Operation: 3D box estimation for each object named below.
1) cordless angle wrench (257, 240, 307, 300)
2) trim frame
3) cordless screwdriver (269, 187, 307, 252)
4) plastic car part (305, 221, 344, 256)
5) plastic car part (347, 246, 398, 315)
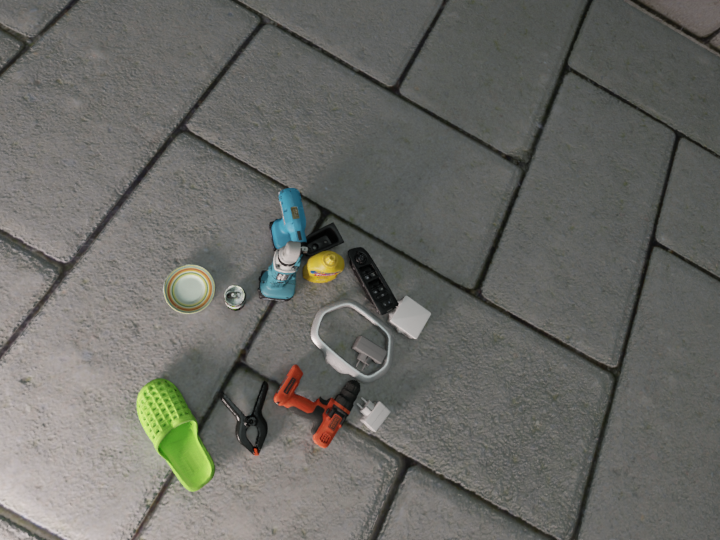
[{"bbox_3d":[-0.179,0.002,0.969,0.096,0.425,0.075,7,76,-14],"label":"cordless angle wrench"},{"bbox_3d":[-0.019,0.189,1.153,0.249,0.027,0.183,38,71,2],"label":"trim frame"},{"bbox_3d":[-0.181,-0.094,1.089,0.073,0.250,0.162,-10,79,-17],"label":"cordless screwdriver"},{"bbox_3d":[-0.116,-0.076,1.190,0.114,0.071,0.067,-27,83,-18],"label":"plastic car part"},{"bbox_3d":[0.027,0.027,1.189,0.065,0.067,0.206,-25,80,-18],"label":"plastic car part"}]
